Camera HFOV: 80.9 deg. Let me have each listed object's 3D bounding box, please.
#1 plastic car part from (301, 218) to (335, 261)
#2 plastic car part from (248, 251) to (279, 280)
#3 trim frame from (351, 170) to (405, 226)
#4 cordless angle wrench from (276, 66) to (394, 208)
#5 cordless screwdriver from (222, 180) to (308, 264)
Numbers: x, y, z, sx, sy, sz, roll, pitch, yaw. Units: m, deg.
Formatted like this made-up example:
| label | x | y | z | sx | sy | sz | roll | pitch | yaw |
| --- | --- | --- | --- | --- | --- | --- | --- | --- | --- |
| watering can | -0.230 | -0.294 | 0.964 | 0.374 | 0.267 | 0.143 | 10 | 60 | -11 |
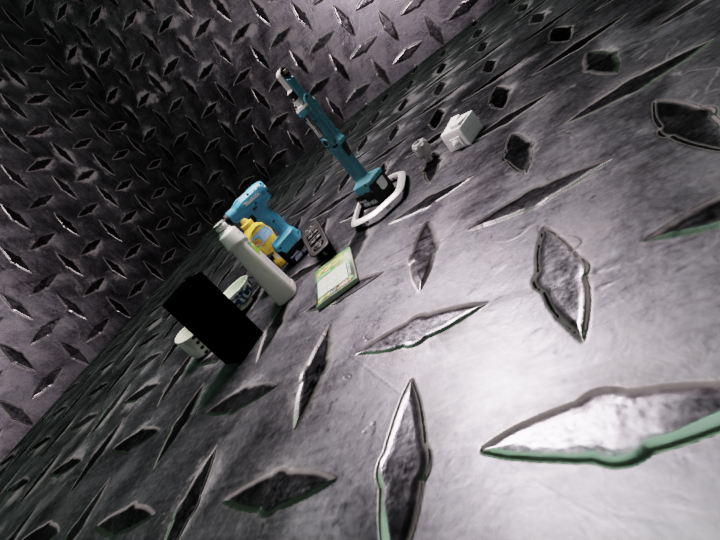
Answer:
| label | x | y | z | sx | sy | sz | roll | pitch | yaw |
| --- | --- | --- | --- | --- | --- | --- | --- | --- | --- |
| plastic car part | -0.109 | -0.071 | 1.110 | 0.066 | 0.065 | 0.210 | -40 | 22 | 3 |
| plastic car part | -0.272 | 0.010 | 1.222 | 0.067 | 0.068 | 0.118 | -32 | 23 | 25 |
| trim frame | 0.045 | -0.192 | 1.132 | 0.188 | 0.026 | 0.252 | -31 | 24 | 24 |
| cordless angle wrench | -0.074 | -0.346 | 1.104 | 0.074 | 0.410 | 0.101 | -50 | 20 | -28 |
| cordless screwdriver | -0.268 | -0.116 | 1.220 | 0.158 | 0.241 | 0.077 | -44 | 18 | -7 |
